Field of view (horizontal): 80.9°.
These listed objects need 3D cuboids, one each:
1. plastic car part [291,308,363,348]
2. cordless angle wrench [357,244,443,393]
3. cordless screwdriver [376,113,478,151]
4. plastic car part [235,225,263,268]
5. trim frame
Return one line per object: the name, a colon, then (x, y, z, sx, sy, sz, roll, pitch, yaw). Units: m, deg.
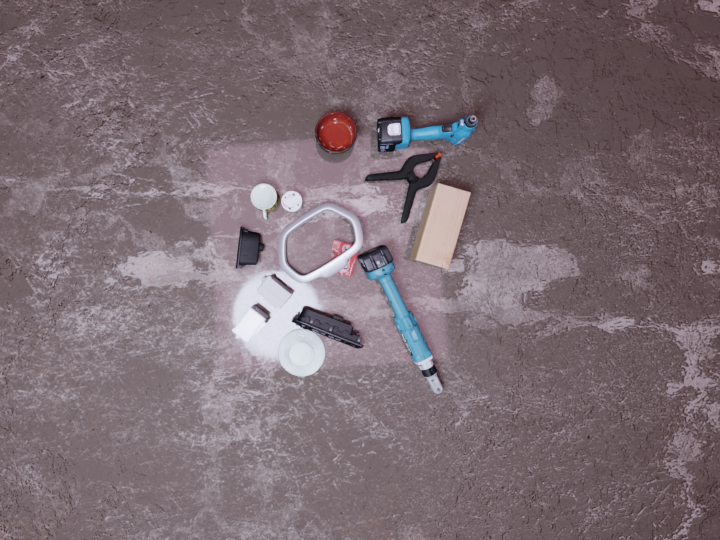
plastic car part: (-0.086, 0.152, 1.138, 0.203, 0.066, 0.067, 17, 80, 0)
cordless angle wrench: (0.120, 0.137, 1.123, 0.074, 0.099, 0.421, -26, 92, -5)
cordless screwdriver: (0.168, -0.364, 1.097, 0.250, 0.159, 0.074, -2, 92, 1)
plastic car part: (-0.301, -0.059, 1.151, 0.069, 0.068, 0.117, 10, 86, -17)
trim frame: (-0.111, -0.073, 1.140, 0.250, 0.027, 0.189, -32, 76, 6)
